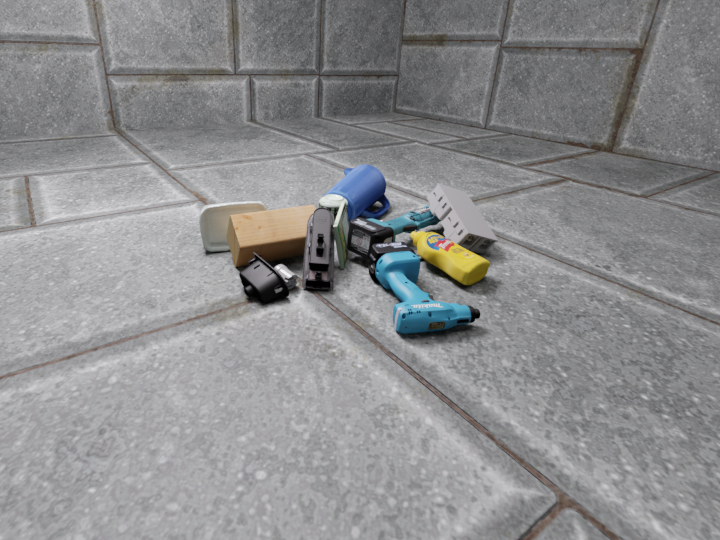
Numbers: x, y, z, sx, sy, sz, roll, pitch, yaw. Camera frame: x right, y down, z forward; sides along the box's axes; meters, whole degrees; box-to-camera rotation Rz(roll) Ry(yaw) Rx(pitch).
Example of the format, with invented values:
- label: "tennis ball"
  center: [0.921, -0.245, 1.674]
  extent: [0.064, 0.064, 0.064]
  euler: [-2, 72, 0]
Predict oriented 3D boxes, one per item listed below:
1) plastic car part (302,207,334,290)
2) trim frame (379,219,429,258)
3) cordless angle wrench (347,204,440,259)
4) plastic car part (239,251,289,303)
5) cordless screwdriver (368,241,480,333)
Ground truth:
- label: "plastic car part"
  center: [-0.090, -0.059, 0.920]
  extent: [0.067, 0.065, 0.209]
  euler: [-1, 55, 1]
- label: "trim frame"
  center: [0.099, -0.087, 1.123]
  extent: [0.178, 0.027, 0.263]
  euler: [-22, 37, -37]
- label: "cordless angle wrench"
  center: [0.134, -0.126, 1.109]
  extent: [0.103, 0.073, 0.408]
  euler: [26, 33, 35]
- label: "plastic car part"
  center: [-0.206, 0.025, 0.859]
  extent: [0.069, 0.063, 0.123]
  euler: [-30, 42, -25]
- label: "cordless screwdriver"
  center: [0.114, 0.031, 0.848]
  extent: [0.156, 0.072, 0.260]
  euler: [-4, 32, -13]
